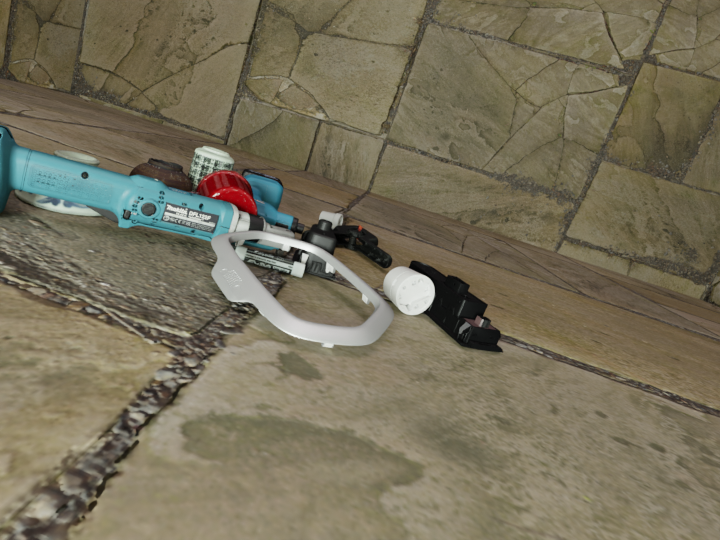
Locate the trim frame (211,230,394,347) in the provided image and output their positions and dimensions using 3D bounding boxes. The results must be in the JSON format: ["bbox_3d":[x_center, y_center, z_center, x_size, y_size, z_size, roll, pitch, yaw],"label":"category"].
[{"bbox_3d":[-0.072,0.010,0.478,0.175,0.027,0.263,1,28,-40],"label":"trim frame"}]

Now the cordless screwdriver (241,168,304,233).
[{"bbox_3d":[-0.185,-0.129,0.824,0.157,0.074,0.255,15,18,-11],"label":"cordless screwdriver"}]

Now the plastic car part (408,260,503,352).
[{"bbox_3d":[0.111,0.036,0.584,0.064,0.066,0.213,4,16,-25],"label":"plastic car part"}]

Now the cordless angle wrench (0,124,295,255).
[{"bbox_3d":[-0.265,-0.082,0.520,0.402,0.097,0.078,13,18,-33],"label":"cordless angle wrench"}]

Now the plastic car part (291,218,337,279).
[{"bbox_3d":[-0.062,-0.041,0.637,0.065,0.070,0.119,18,17,-9],"label":"plastic car part"}]
